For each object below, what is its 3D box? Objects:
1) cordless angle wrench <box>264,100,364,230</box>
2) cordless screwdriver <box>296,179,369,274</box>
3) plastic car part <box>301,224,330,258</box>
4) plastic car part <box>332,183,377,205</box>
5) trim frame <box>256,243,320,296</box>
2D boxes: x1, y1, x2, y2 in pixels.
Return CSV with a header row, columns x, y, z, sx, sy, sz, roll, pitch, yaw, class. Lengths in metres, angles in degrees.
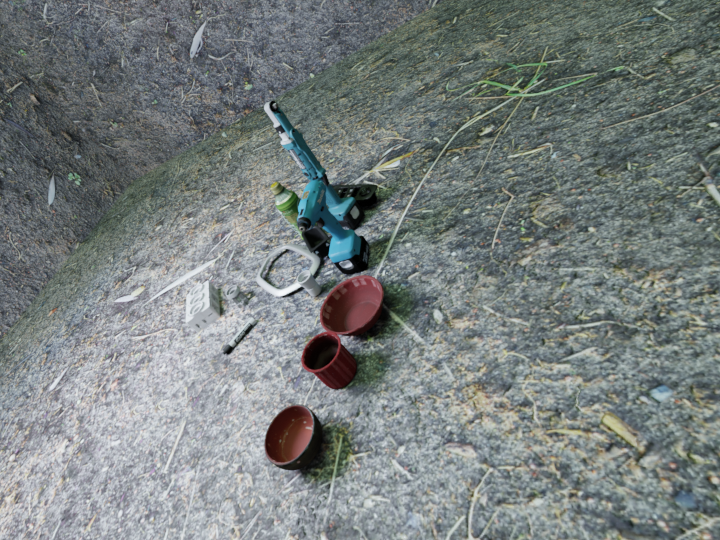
x,y,z,sx,sy,sz,roll,pitch,yaw,class
-0.131,-0.279,1.155,0.103,0.402,0.074,5,51,46,cordless angle wrench
-0.071,-0.085,1.030,0.077,0.237,0.162,-17,38,27,cordless screwdriver
-0.118,-0.077,1.209,0.066,0.067,0.122,-37,35,0,plastic car part
-0.030,-0.224,1.299,0.213,0.064,0.066,3,51,43,plastic car part
-0.215,-0.007,1.250,0.183,0.026,0.262,-49,37,-15,trim frame
